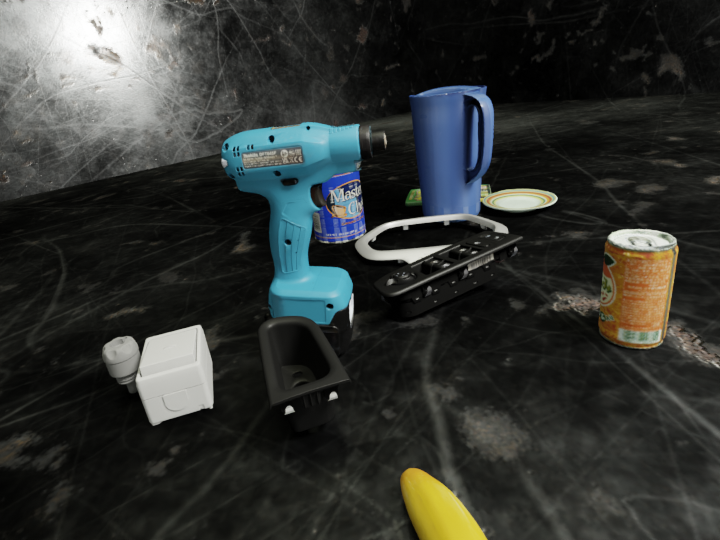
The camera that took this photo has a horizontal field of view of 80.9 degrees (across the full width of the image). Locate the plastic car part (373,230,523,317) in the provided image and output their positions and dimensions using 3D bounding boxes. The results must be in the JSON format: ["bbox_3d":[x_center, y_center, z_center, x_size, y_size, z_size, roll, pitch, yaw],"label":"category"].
[{"bbox_3d":[0.108,0.006,0.535,0.198,0.065,0.070,-19,25,-21],"label":"plastic car part"}]

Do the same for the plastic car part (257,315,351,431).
[{"bbox_3d":[-0.055,0.097,0.387,0.065,0.069,0.122,-14,24,-14],"label":"plastic car part"}]

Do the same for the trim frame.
[{"bbox_3d":[0.114,-0.054,0.710,0.253,0.027,0.186,-5,25,10],"label":"trim frame"}]

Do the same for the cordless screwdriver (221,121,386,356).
[{"bbox_3d":[-0.044,-0.029,0.448,0.162,0.242,0.075,-3,22,12],"label":"cordless screwdriver"}]
